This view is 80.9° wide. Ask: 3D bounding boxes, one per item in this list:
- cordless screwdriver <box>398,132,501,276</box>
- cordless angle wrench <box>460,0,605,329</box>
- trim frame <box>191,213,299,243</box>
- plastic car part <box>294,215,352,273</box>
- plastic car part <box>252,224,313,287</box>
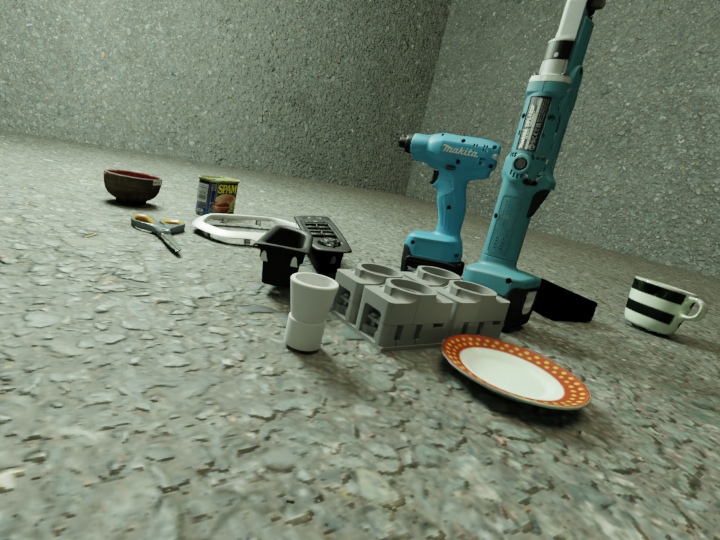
[{"bbox_3d":[0.119,-0.102,0.704,0.166,0.246,0.072,18,13,22],"label":"cordless screwdriver"},{"bbox_3d":[0.222,-0.134,0.553,0.071,0.419,0.104,1,17,-46],"label":"cordless angle wrench"},{"bbox_3d":[-0.198,-0.078,0.812,0.237,0.027,0.195,1,17,-37],"label":"trim frame"},{"bbox_3d":[-0.069,-0.045,0.701,0.064,0.066,0.211,8,14,-19],"label":"plastic car part"},{"bbox_3d":[-0.097,-0.013,0.543,0.066,0.070,0.118,12,13,-3],"label":"plastic car part"}]
